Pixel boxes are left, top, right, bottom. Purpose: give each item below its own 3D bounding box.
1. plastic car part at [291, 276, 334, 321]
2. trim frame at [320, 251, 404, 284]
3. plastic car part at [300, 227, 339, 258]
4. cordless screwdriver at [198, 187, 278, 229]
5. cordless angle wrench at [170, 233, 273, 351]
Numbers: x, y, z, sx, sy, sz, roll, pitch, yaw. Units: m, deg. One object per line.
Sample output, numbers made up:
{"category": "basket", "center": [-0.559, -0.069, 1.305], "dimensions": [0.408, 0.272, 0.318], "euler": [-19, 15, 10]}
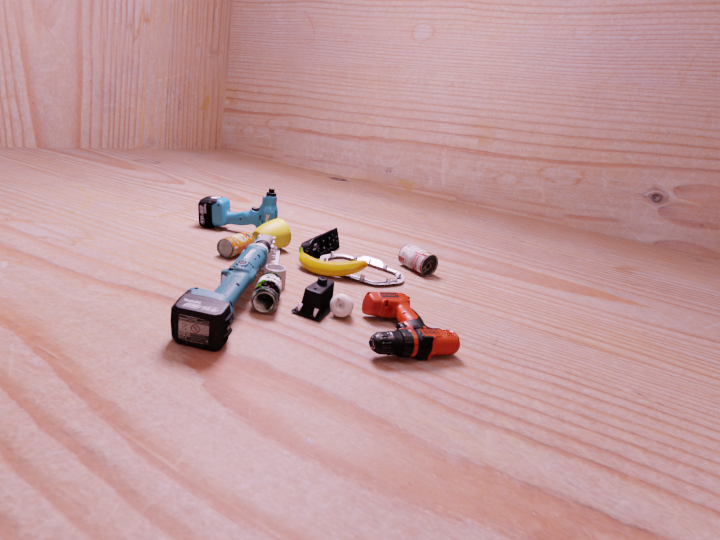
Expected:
{"category": "plastic car part", "center": [-0.089, 0.051, 0.901], "dimensions": [0.068, 0.070, 0.115], "euler": [16, 22, 15]}
{"category": "trim frame", "center": [0.001, -0.009, 1.183], "dimensions": [0.259, 0.027, 0.179], "euler": [16, 19, 24]}
{"category": "plastic car part", "center": [-0.125, -0.082, 1.279], "dimensions": [0.069, 0.065, 0.200], "euler": [5, 17, 16]}
{"category": "cordless screwdriver", "center": [-0.384, -0.196, 1.342], "dimensions": [0.251, 0.157, 0.075], "euler": [9, 17, 5]}
{"category": "cordless angle wrench", "center": [-0.249, 0.008, 0.875], "dimensions": [0.099, 0.073, 0.427], "euler": [10, 25, 1]}
